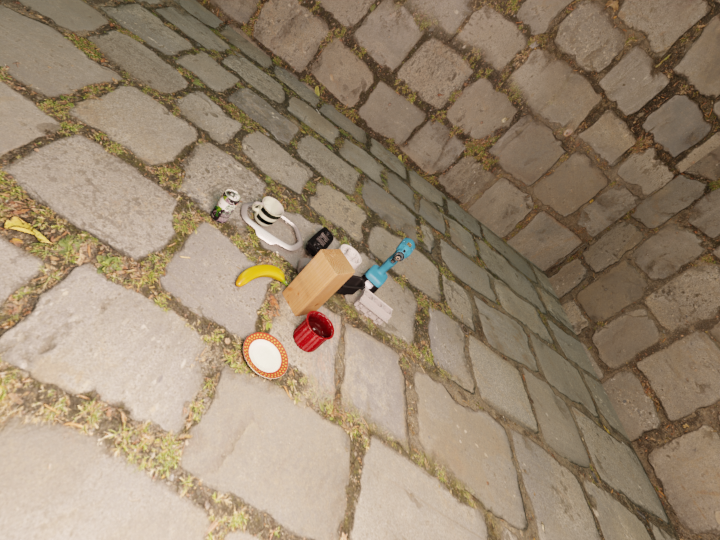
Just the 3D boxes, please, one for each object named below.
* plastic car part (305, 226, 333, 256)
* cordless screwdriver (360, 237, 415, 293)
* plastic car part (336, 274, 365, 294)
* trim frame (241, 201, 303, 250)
[{"bbox_3d":[-0.149,-0.098,1.525,0.066,0.067,0.202,41,30,-5],"label":"plastic car part"},{"bbox_3d":[0.086,-0.007,1.494,0.075,0.251,0.157,45,30,-1],"label":"cordless screwdriver"},{"bbox_3d":[-0.044,0.055,1.443,0.110,0.071,0.069,14,41,-40],"label":"plastic car part"},{"bbox_3d":[-0.304,-0.155,1.462,0.243,0.028,0.187,34,30,-12],"label":"trim frame"}]
